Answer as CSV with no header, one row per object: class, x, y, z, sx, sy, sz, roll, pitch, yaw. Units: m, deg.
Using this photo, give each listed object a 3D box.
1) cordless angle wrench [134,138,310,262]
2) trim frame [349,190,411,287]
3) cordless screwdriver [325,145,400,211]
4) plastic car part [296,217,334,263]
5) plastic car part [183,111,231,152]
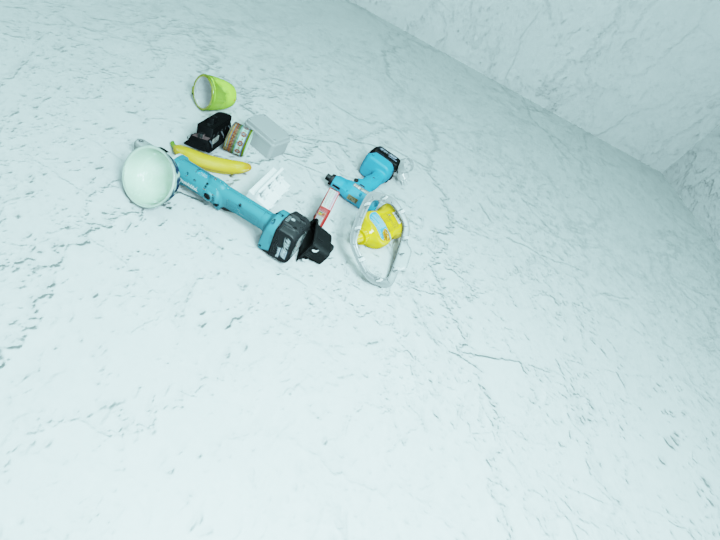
cordless angle wrench,-0.308,-0.167,0.897,0.428,0.097,0.074,32,44,6
trim frame,0.055,-0.079,0.995,0.176,0.028,0.251,41,50,-27
cordless screwdriver,0.010,-0.270,1.194,0.160,0.074,0.249,31,45,0
plastic car part,-0.092,-0.060,0.943,0.068,0.067,0.119,36,35,-21
plastic car part,-0.365,-0.351,1.044,0.066,0.066,0.206,11,28,-2
